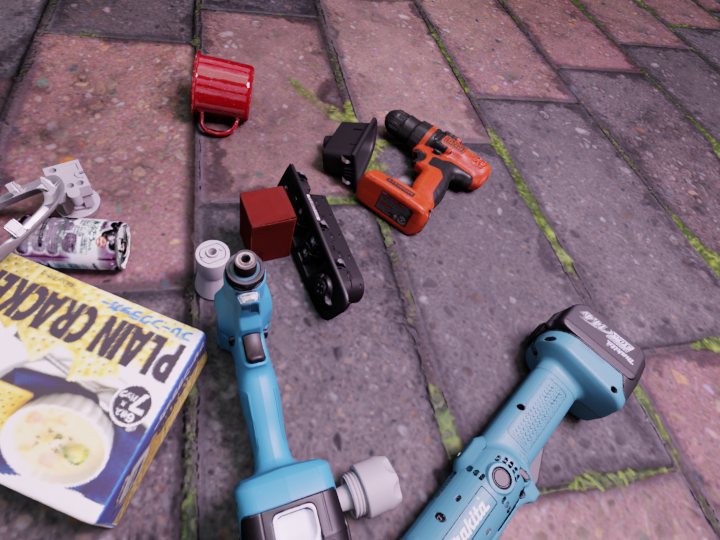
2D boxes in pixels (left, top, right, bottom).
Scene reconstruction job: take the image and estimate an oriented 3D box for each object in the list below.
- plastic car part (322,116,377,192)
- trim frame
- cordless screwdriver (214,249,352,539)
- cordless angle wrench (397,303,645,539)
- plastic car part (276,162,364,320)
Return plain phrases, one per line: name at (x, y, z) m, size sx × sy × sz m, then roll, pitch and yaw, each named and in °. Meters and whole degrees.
plastic car part at (-0.021, -0.179, 0.620) m, size 0.072 × 0.064 × 0.118 m, roll 10°, pitch 50°, yaw 11°
trim frame at (-0.379, -0.008, 0.389) m, size 0.193 × 0.026 × 0.249 m, roll 9°, pitch 54°, yaw 33°
cordless screwdriver at (-0.074, 0.115, 0.337) m, size 0.072 × 0.157 × 0.259 m, roll -9°, pitch 60°, yaw -21°
cordless angle wrench at (0.116, 0.189, 0.379) m, size 0.416 × 0.073 × 0.101 m, roll -38°, pitch 70°, yaw -28°
plastic car part at (-0.050, -0.033, 0.510) m, size 0.064 × 0.067 × 0.212 m, roll 9°, pitch 47°, yaw -40°
